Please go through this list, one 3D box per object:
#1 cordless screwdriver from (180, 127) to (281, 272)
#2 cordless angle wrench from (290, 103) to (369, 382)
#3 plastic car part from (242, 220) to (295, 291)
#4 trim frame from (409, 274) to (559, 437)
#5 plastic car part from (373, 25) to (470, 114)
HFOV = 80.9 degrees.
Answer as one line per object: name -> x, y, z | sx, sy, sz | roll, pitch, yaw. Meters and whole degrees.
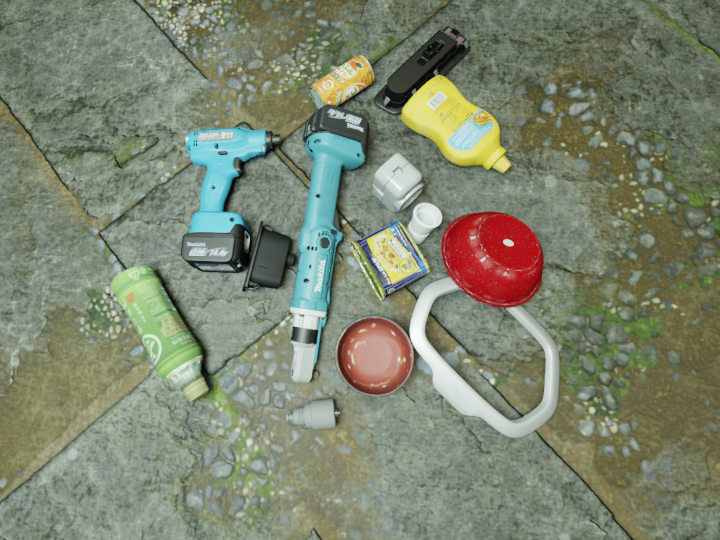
cordless screwdriver -> -0.210, -0.124, 0.696 | 0.160, 0.072, 0.253 | -4, 73, 2
cordless angle wrench -> -0.065, -0.042, 0.661 | 0.094, 0.077, 0.426 | 12, 81, -25
plastic car part -> -0.142, -0.017, 0.674 | 0.069, 0.067, 0.117 | 18, 74, -13
trim frame -> 0.181, 0.115, 0.607 | 0.249, 0.027, 0.183 | 44, 69, 2
plastic car part -> 0.109, -0.352, 0.733 | 0.067, 0.067, 0.202 | 44, 86, 3
